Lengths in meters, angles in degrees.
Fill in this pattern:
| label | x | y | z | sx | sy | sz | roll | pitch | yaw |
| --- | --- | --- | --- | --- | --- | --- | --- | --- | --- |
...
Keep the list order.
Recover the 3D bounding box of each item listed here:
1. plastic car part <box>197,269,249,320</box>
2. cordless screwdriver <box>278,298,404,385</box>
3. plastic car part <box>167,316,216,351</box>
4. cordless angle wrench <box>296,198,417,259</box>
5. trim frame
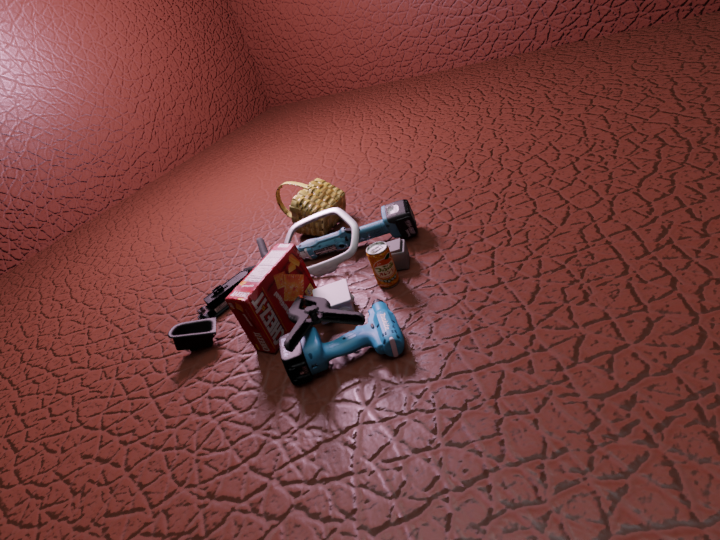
| label | x | y | z | sx | sy | sz | roll | pitch | yaw |
| --- | --- | --- | --- | --- | --- | --- | --- | --- | --- |
| plastic car part | -0.384 | 0.065 | 1.213 | 0.199 | 0.065 | 0.070 | -37 | 28 | -27 |
| cordless screwdriver | -0.044 | 0.139 | 0.888 | 0.250 | 0.071 | 0.165 | -17 | 31 | 2 |
| plastic car part | -0.419 | 0.170 | 1.068 | 0.115 | 0.069 | 0.069 | -10 | 29 | -10 |
| cordless angle wrench | -0.054 | -0.091 | 1.219 | 0.432 | 0.093 | 0.077 | -16 | 48 | 18 |
| trim frame | -0.116 | -0.076 | 1.186 | 0.254 | 0.026 | 0.190 | -21 | 65 | 19 |
